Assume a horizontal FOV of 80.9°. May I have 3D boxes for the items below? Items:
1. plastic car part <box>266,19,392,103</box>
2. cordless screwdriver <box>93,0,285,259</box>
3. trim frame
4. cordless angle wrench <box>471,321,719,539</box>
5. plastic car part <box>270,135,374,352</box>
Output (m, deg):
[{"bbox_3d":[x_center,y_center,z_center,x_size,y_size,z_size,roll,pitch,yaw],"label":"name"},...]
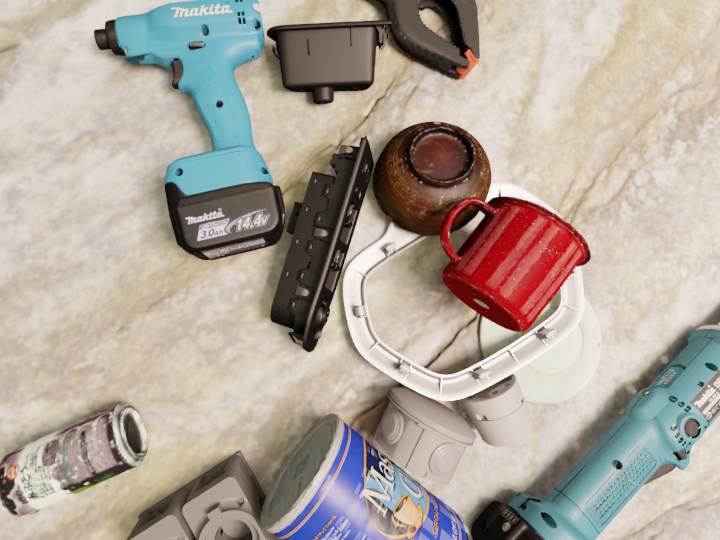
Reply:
[{"bbox_3d":[-0.031,-0.204,0.422,0.116,0.067,0.070,-6,101,-3],"label":"plastic car part"},{"bbox_3d":[-0.157,-0.135,0.396,0.158,0.074,0.252,-9,81,-6],"label":"cordless screwdriver"},{"bbox_3d":[0.103,0.011,0.412,0.247,0.027,0.188,-29,76,-5],"label":"trim frame"},{"bbox_3d":[0.291,0.146,0.404,0.420,0.075,0.098,-40,91,-10],"label":"cordless angle wrench"},{"bbox_3d":[-0.039,-0.025,0.398,0.068,0.065,0.204,12,83,4],"label":"plastic car part"}]
